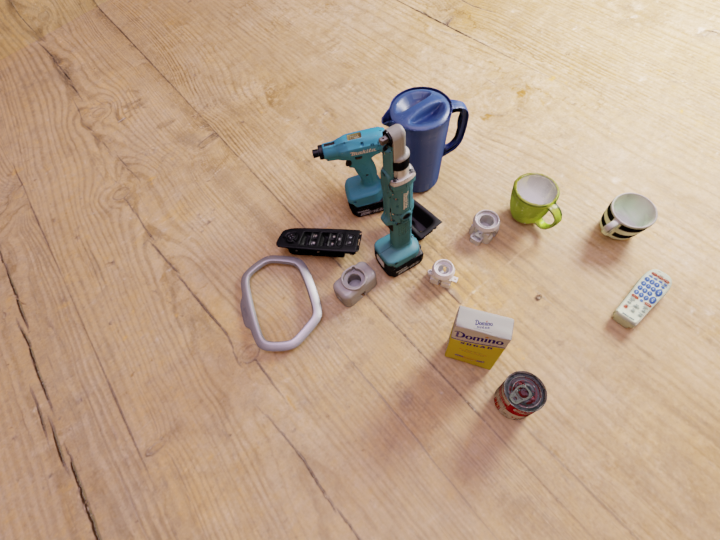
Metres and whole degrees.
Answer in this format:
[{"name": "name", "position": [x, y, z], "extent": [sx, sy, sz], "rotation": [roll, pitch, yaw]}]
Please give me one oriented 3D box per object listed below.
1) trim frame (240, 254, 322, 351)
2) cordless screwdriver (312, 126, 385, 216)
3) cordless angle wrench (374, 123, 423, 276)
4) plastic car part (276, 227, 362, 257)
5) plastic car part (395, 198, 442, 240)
[{"name": "trim frame", "position": [-0.190, 0.068, 0.974], "extent": [0.184, 0.026, 0.259], "rotation": [-22, 60, -2]}, {"name": "cordless screwdriver", "position": [-0.015, -0.220, 0.977], "extent": [0.160, 0.239, 0.077], "rotation": [-11, 62, 2]}, {"name": "cordless angle wrench", "position": [0.071, -0.120, 0.809], "extent": [0.097, 0.407, 0.078], "rotation": [-29, 63, -9]}, {"name": "plastic car part", "position": [-0.099, -0.064, 1.008], "extent": [0.208, 0.064, 0.067], "rotation": [6, 63, 13]}, {"name": "plastic car part", "position": [0.124, -0.116, 0.992], "extent": [0.065, 0.068, 0.122], "rotation": [-38, 62, -12]}]
